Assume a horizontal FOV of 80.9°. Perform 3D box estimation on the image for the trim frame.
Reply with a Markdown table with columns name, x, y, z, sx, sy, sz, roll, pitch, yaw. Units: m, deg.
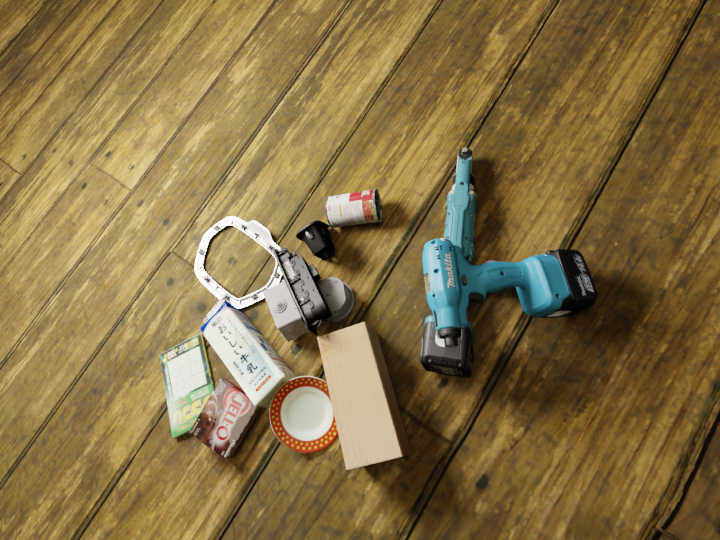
| name | x | y | z | sx | sy | sz | roll | pitch | yaw |
| --- | --- | --- | --- | --- | --- | --- | --- | --- | --- |
| trim frame | -0.274 | -0.025 | 0.939 | 0.262 | 0.026 | 0.184 | 34 | 83 | 31 |

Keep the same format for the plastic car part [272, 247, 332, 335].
| name | x | y | z | sx | sy | sz | roll | pitch | yaw |
| --- | --- | --- | --- | --- | --- | --- | --- | --- | --- |
| plastic car part | -0.102 | 0.031 | 0.775 | 0.067 | 0.063 | 0.213 | -24 | 47 | -3 |

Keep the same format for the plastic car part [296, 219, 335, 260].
| name | x | y | z | sx | sy | sz | roll | pitch | yaw |
| --- | --- | --- | --- | --- | --- | --- | --- | --- | --- |
| plastic car part | -0.082 | -0.054 | 0.837 | 0.066 | 0.115 | 0.071 | -31 | 87 | 5 |

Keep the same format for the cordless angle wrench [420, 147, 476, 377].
| name | x | y | z | sx | sy | sz | roll | pitch | yaw |
| --- | --- | --- | --- | --- | --- | --- | --- | --- | --- |
| cordless angle wrench | 0.170 | -0.037 | 0.745 | 0.077 | 0.093 | 0.429 | 2 | 65 | 20 |

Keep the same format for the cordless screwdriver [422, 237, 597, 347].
| name | x | y | z | sx | sy | sz | roll | pitch | yaw |
| --- | --- | --- | --- | --- | --- | --- | --- | --- | --- |
| cordless screwdriver | 0.219 | 0.037 | 0.635 | 0.245 | 0.073 | 0.163 | 3 | 65 | -9 |
